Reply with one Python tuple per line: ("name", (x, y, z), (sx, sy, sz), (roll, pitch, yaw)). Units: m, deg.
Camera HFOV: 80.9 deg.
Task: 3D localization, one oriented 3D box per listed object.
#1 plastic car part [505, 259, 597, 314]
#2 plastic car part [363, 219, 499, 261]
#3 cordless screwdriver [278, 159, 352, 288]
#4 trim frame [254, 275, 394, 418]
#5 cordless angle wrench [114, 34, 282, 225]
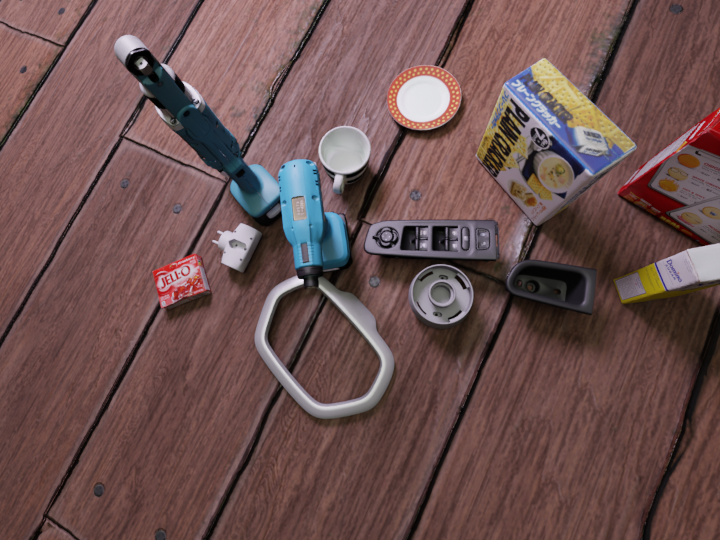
("plastic car part", (0.271, 0.023, 0.627), (0.119, 0.069, 0.066), (11, 80, 11))
("plastic car part", (0.108, -0.046, 0.676), (0.207, 0.065, 0.067), (3, 78, 11))
("cordless screwdriver", (-0.060, -0.039, 0.613), (0.075, 0.242, 0.162), (-9, 78, 4))
("trim frame", (-0.062, 0.119, 0.687), (0.184, 0.027, 0.256), (-44, 73, -2))
("cordless angle wrench", (-0.194, -0.167, 0.580), (0.074, 0.412, 0.101), (-41, 78, -3))
